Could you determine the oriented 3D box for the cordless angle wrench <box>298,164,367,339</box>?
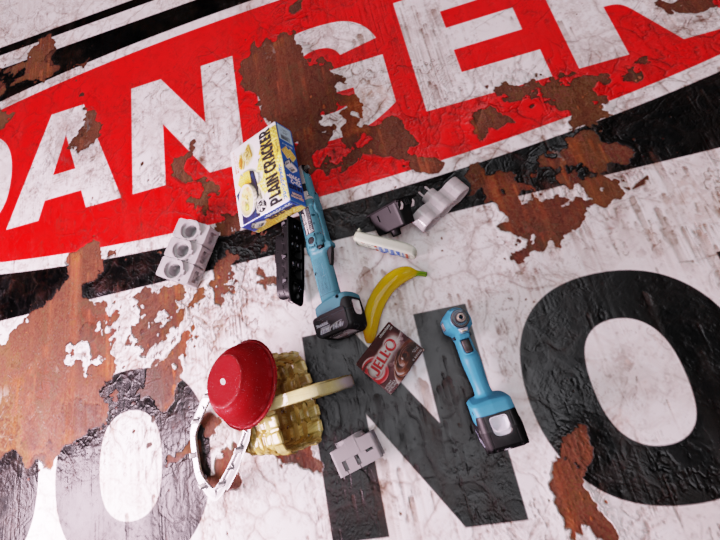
[{"bbox_3d":[-0.092,-0.060,0.946,0.100,0.070,0.437,-29,63,25],"label":"cordless angle wrench"}]

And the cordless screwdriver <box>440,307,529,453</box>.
[{"bbox_3d":[0.211,0.187,0.754,0.075,0.154,0.256,-20,72,3],"label":"cordless screwdriver"}]

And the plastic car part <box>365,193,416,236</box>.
[{"bbox_3d":[0.072,-0.111,0.921,0.063,0.119,0.072,-17,83,-39],"label":"plastic car part"}]

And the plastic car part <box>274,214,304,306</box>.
[{"bbox_3d":[-0.164,-0.018,0.958,0.069,0.063,0.208,-14,70,17],"label":"plastic car part"}]

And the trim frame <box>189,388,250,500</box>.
[{"bbox_3d":[-0.285,0.332,0.835,0.195,0.026,0.248,43,112,37],"label":"trim frame"}]
